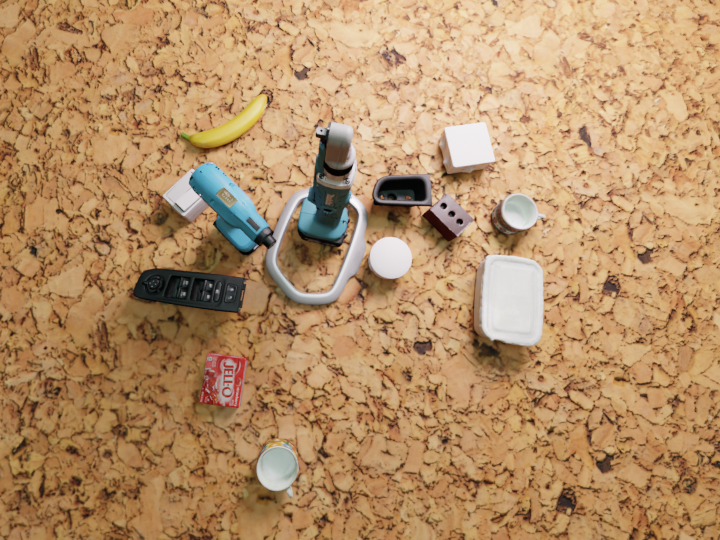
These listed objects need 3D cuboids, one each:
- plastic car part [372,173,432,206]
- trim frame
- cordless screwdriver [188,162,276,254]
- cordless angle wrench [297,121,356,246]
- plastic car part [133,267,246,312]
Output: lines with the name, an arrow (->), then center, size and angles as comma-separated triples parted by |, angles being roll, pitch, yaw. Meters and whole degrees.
plastic car part -> 0.075, -0.151, 0.842 | 0.116, 0.070, 0.067 | -2, 80, -4
trim frame -> -0.082, -0.054, 0.838 | 0.185, 0.027, 0.250 | 19, 78, 2
cordless screwdriver -> -0.199, -0.079, 0.727 | 0.161, 0.248, 0.074 | 45, 79, 2
cordless angle wrench -> -0.047, -0.117, 0.653 | 0.097, 0.422, 0.075 | 13, 80, -6
plastic car part -> -0.316, 0.036, 0.791 | 0.203, 0.066, 0.067 | 7, 80, -1
